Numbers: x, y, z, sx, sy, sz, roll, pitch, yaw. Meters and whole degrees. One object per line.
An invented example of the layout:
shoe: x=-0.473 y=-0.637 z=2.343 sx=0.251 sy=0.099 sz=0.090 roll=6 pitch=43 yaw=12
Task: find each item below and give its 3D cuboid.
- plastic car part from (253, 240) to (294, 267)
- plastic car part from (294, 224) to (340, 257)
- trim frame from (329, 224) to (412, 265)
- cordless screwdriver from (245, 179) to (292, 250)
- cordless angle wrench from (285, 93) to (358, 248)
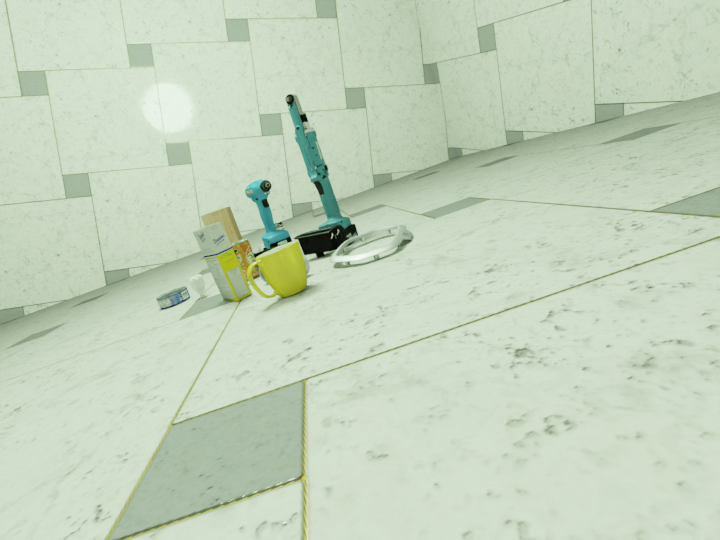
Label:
plastic car part: x=-0.259 y=-0.033 z=1.172 sx=0.212 sy=0.066 sz=0.064 roll=-8 pitch=15 yaw=41
plastic car part: x=-0.107 y=-0.070 z=1.096 sx=0.121 sy=0.070 sz=0.065 roll=-12 pitch=12 yaw=29
trim frame: x=0.025 y=-0.060 z=0.963 sx=0.188 sy=0.027 sz=0.247 roll=-16 pitch=14 yaw=16
cordless screwdriver: x=-0.266 y=-0.150 z=1.257 sx=0.072 sy=0.245 sz=0.165 roll=-23 pitch=11 yaw=-26
cordless angle wrench: x=-0.115 y=-0.266 z=1.137 sx=0.077 sy=0.417 sz=0.096 roll=-14 pitch=10 yaw=29
